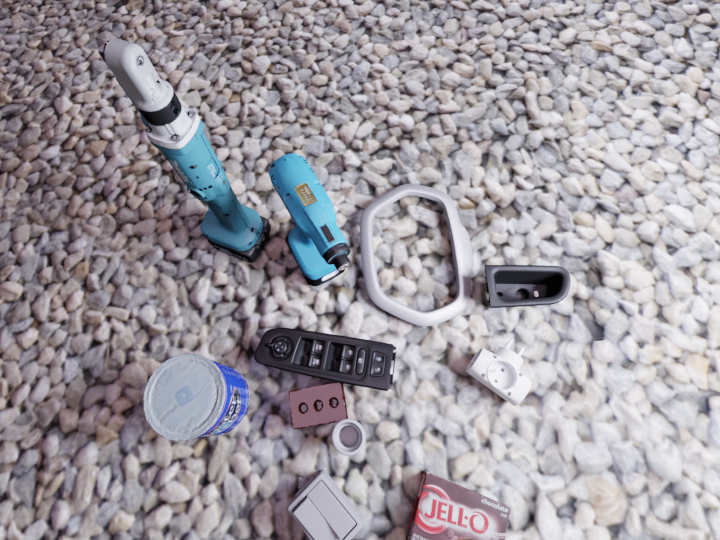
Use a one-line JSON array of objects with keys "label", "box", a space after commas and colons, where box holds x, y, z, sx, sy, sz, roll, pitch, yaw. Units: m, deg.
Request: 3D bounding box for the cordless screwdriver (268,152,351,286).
[{"label": "cordless screwdriver", "box": [-0.058, -0.038, 0.598, 0.074, 0.243, 0.164, -27, 72, -9]}]

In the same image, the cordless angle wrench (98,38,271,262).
[{"label": "cordless angle wrench", "box": [-0.205, -0.122, 0.552, 0.100, 0.413, 0.075, 21, 72, 7]}]

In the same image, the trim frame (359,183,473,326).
[{"label": "trim frame", "box": [0.093, -0.032, 0.699, 0.185, 0.027, 0.254, -6, 68, 2]}]

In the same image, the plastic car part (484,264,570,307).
[{"label": "plastic car part", "box": [0.244, 0.030, 0.639, 0.117, 0.069, 0.067, -1, 70, 3]}]

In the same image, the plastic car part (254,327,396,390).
[{"label": "plastic car part", "box": [-0.053, 0.128, 0.627, 0.206, 0.065, 0.067, 9, 70, 7]}]
